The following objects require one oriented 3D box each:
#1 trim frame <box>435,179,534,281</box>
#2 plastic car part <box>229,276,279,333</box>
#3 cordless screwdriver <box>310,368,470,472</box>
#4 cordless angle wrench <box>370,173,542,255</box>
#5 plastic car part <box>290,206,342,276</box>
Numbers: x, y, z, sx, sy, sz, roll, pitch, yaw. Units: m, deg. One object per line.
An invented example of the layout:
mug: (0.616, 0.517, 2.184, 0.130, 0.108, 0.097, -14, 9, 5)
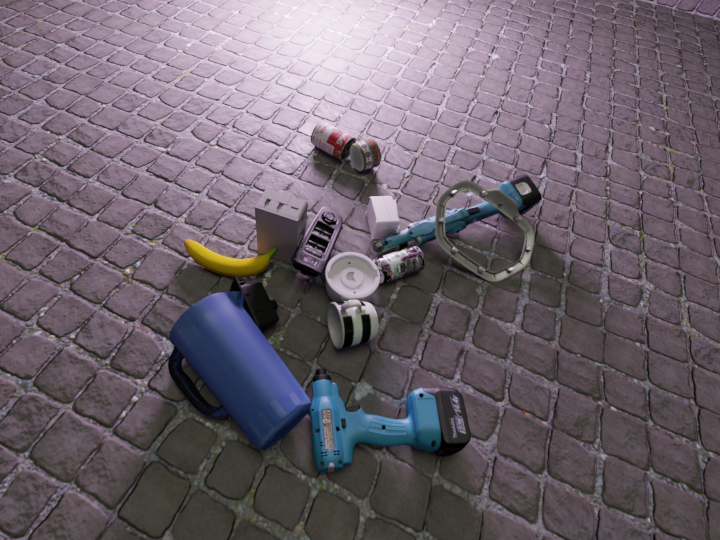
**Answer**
trim frame: (0.271, -0.087, 0.919, 0.246, 0.028, 0.184, 35, 81, -4)
plastic car part: (-0.197, 0.069, 0.809, 0.068, 0.065, 0.121, -18, 60, -37)
cordless screwdriver: (0.041, 0.233, 0.701, 0.247, 0.072, 0.165, -5, 55, -5)
cordless angle wrench: (0.212, -0.113, 0.967, 0.416, 0.097, 0.076, -21, 73, -14)
plastic car part: (-0.088, -0.057, 0.897, 0.067, 0.066, 0.205, 19, 48, 1)
